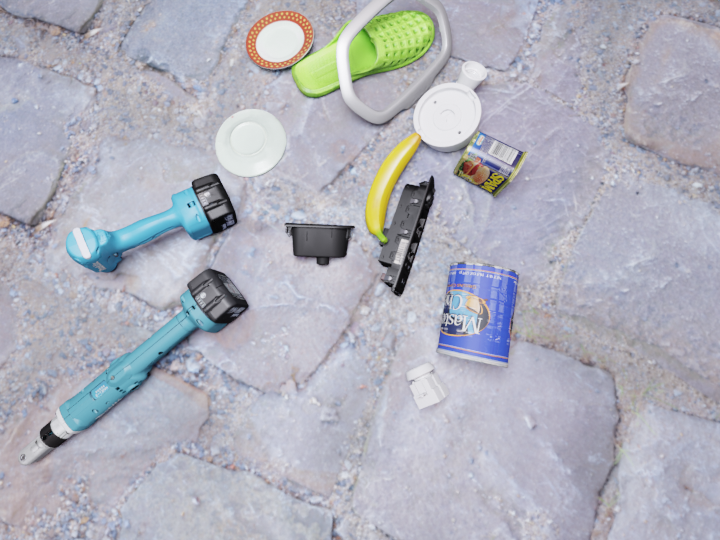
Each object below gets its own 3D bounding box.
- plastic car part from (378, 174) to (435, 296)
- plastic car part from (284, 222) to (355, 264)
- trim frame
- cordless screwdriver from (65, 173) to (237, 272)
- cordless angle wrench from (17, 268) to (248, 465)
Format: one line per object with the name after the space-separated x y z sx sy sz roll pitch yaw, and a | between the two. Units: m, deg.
0.074 -0.063 0.702 0.070 0.063 0.203 19 82 29 | plastic car part
-0.069 -0.045 0.707 0.116 0.066 0.070 6 96 -1 | plastic car part
0.060 -0.367 0.720 0.248 0.029 0.176 -48 118 -8 | trim frame
-0.331 -0.065 0.694 0.244 0.161 0.075 -26 87 -19 | cordless screwdriver
-0.367 0.162 0.666 0.422 0.096 0.076 -40 81 -1 | cordless angle wrench
